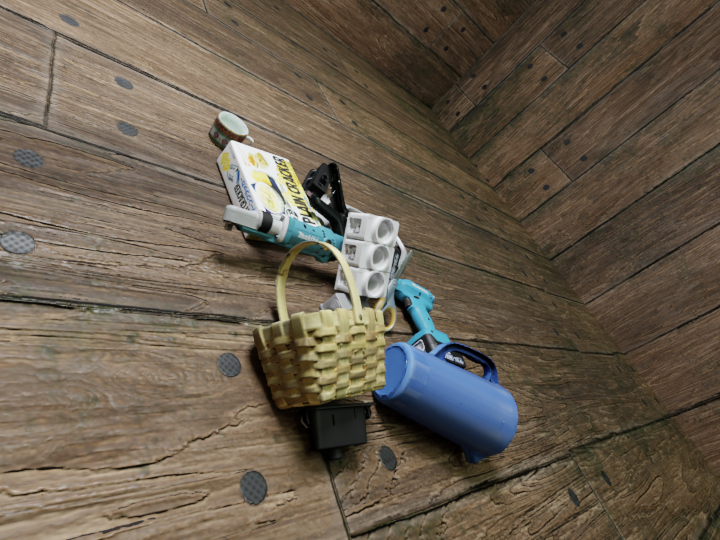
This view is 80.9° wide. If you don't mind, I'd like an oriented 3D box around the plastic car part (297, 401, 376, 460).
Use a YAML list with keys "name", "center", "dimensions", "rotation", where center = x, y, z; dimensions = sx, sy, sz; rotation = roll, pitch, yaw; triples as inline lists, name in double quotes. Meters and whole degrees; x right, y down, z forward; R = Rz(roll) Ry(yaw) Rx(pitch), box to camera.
- name: "plastic car part"
  center: [-0.035, 0.224, 0.591]
  dimensions: [0.110, 0.067, 0.073]
  rotation: [9, 60, -43]

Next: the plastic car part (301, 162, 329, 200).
- name: "plastic car part"
  center: [-0.108, -0.222, 1.070]
  dimensions: [0.065, 0.067, 0.207]
  rotation: [31, 29, -14]

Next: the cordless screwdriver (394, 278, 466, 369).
- name: "cordless screwdriver"
  center: [0.120, 0.112, 0.916]
  dimensions: [0.152, 0.075, 0.259]
  rotation: [28, 29, -29]

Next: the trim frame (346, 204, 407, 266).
- name: "trim frame"
  center: [0.036, -0.092, 1.121]
  dimensions: [0.236, 0.028, 0.192]
  rotation: [22, 37, -32]

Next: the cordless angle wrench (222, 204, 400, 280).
- name: "cordless angle wrench"
  center: [-0.079, -0.052, 0.808]
  dimensions: [0.078, 0.098, 0.400]
  rotation: [13, -3, 45]
